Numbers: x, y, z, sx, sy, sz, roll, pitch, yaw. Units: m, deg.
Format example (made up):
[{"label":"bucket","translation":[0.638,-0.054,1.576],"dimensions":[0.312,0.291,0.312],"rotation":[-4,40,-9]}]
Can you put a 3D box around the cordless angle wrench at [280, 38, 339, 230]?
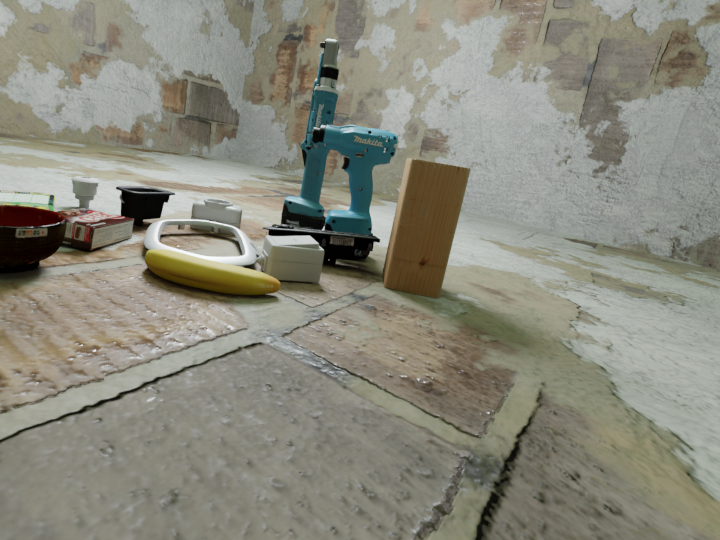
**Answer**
[{"label":"cordless angle wrench","translation":[-0.097,-0.290,0.944],"dimensions":[0.099,0.419,0.074],"rotation":[13,13,7]}]

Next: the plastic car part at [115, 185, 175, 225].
[{"label":"plastic car part","translation":[-0.406,-0.119,0.782],"dimensions":[0.067,0.070,0.116],"rotation":[12,14,6]}]

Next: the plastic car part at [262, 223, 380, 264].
[{"label":"plastic car part","translation":[-0.073,-0.048,0.748],"dimensions":[0.202,0.066,0.067],"rotation":[10,14,-3]}]

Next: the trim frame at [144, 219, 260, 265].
[{"label":"trim frame","translation":[-0.257,-0.047,0.700],"dimensions":[0.178,0.027,0.260],"rotation":[4,16,-23]}]

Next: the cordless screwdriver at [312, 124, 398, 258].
[{"label":"cordless screwdriver","translation":[-0.031,-0.153,0.817],"dimensions":[0.159,0.246,0.075],"rotation":[11,13,0]}]
